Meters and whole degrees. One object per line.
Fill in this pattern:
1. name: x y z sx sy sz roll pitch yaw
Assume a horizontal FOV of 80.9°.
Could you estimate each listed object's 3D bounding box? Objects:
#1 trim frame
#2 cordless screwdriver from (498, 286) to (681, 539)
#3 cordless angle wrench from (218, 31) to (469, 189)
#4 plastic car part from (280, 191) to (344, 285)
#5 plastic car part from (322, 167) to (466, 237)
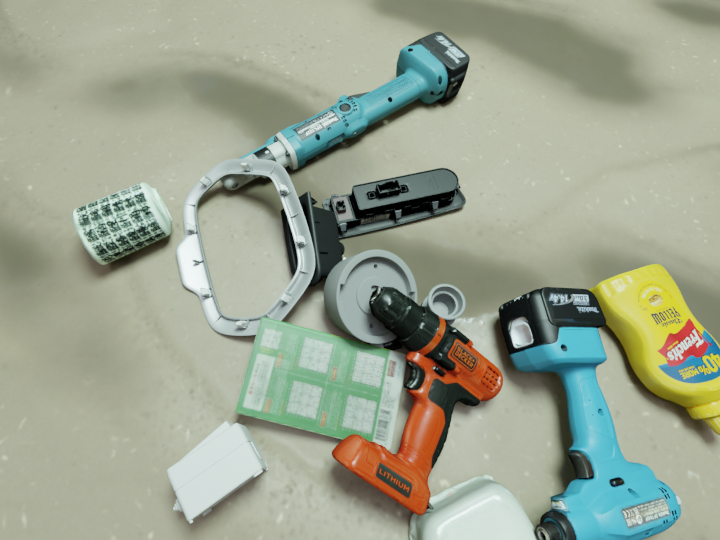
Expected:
1. trim frame: -0.156 -0.039 0.547 0.187 0.026 0.255 -24 71 14
2. cordless screwdriver: 0.217 0.145 0.448 0.154 0.075 0.256 -2 66 -22
3. cordless angle wrench: -0.024 -0.234 0.650 0.418 0.072 0.101 -33 70 -12
4. plastic car part: -0.054 -0.036 0.557 0.067 0.068 0.119 -1 72 -41
5. plastic car part: 0.051 -0.105 0.594 0.200 0.065 0.069 -11 60 -9
